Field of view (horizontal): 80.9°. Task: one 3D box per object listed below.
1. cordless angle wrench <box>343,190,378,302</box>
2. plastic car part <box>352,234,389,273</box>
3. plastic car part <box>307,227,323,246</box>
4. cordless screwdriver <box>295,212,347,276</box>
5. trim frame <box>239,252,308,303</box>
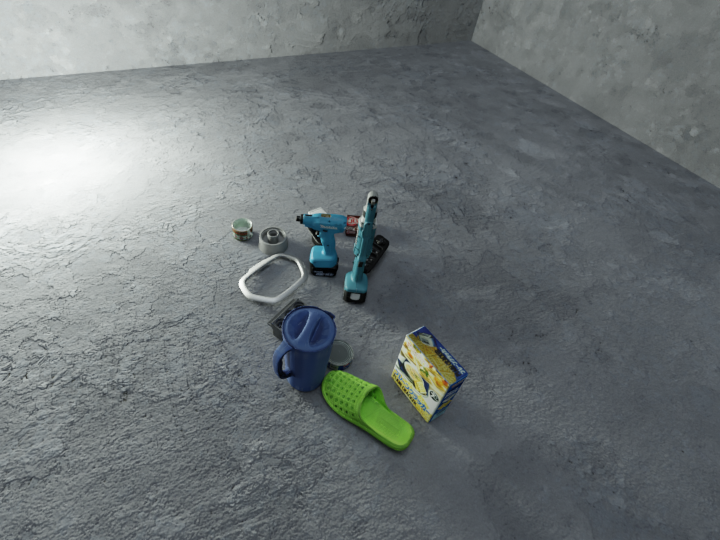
[{"bbox_3d":[0.007,-0.065,1.262,0.074,0.412,0.101,7,46,-4],"label":"cordless angle wrench"},{"bbox_3d":[0.041,-0.052,1.494,0.068,0.065,0.201,24,49,15],"label":"plastic car part"},{"bbox_3d":[-0.144,-0.105,1.525,0.064,0.069,0.122,-14,50,-21],"label":"plastic car part"},{"bbox_3d":[-0.136,-0.089,1.390,0.159,0.242,0.076,7,46,-2],"label":"cordless screwdriver"},{"bbox_3d":[-0.289,0.023,1.418,0.192,0.027,0.245,31,51,22],"label":"trim frame"}]
